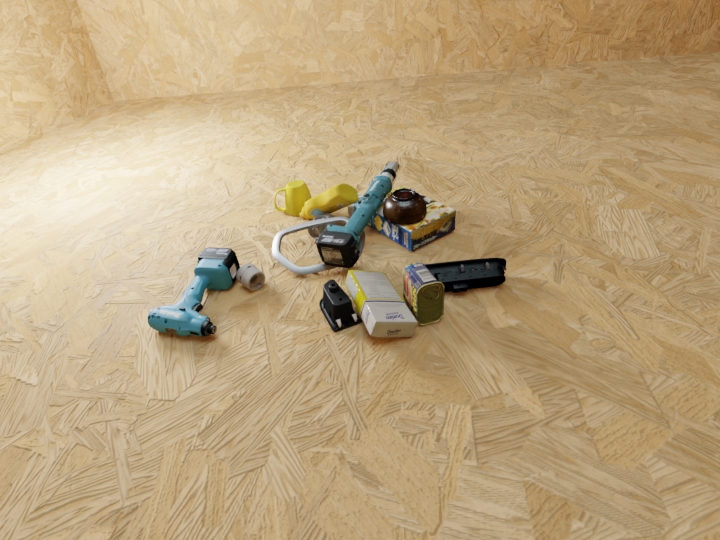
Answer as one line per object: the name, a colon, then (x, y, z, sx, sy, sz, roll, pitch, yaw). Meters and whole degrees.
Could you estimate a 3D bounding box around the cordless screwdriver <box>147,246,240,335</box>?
cordless screwdriver: (-0.354, 0.051, 0.976, 0.164, 0.071, 0.250, 5, 41, 17)

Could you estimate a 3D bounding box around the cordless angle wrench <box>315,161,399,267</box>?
cordless angle wrench: (0.021, -0.175, 1.121, 0.102, 0.071, 0.422, 7, 45, 28)

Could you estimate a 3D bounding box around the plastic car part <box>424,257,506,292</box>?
plastic car part: (0.227, 0.012, 0.924, 0.202, 0.064, 0.070, -9, 44, -2)

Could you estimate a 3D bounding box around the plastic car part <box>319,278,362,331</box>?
plastic car part: (-0.052, 0.063, 0.900, 0.064, 0.068, 0.123, -17, 39, -18)

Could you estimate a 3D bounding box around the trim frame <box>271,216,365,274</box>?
trim frame: (-0.107, -0.070, 1.097, 0.246, 0.026, 0.193, -16, 52, -9)
